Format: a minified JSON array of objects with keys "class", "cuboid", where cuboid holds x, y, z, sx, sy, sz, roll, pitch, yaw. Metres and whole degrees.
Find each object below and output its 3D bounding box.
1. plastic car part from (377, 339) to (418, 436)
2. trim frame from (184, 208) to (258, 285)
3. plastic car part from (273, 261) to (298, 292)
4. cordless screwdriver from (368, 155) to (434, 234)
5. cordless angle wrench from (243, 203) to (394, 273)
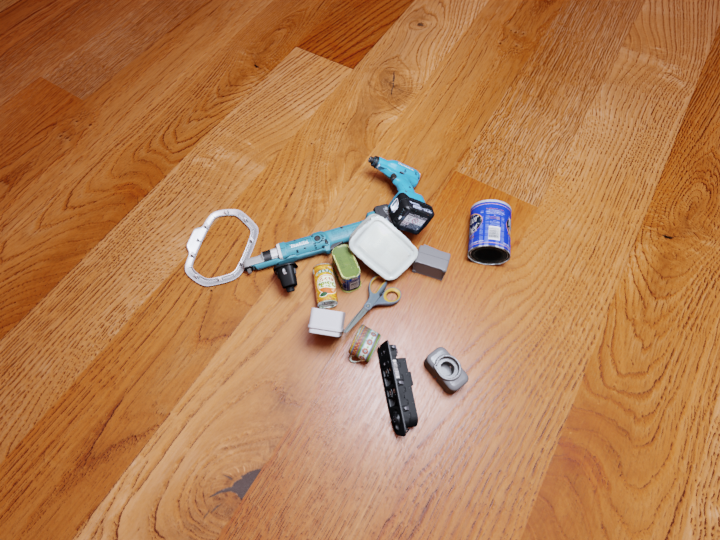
[{"class":"plastic car part","cuboid":[0.086,0.266,0.955,0.065,0.067,0.209,8,58,-24]},{"class":"trim frame","cuboid":[-0.389,-0.070,1.178,0.188,0.027,0.251,12,66,11]},{"class":"plastic car part","cuboid":[-0.185,0.020,1.078,0.065,0.117,0.071,-15,89,-7]},{"class":"cordless screwdriver","cuboid":[0.101,-0.216,1.135,0.154,0.074,0.257,18,40,-21]},{"class":"cordless angle wrench","cuboid":[-0.111,-0.073,1.139,0.422,0.072,0.101,-16,63,-2]}]
